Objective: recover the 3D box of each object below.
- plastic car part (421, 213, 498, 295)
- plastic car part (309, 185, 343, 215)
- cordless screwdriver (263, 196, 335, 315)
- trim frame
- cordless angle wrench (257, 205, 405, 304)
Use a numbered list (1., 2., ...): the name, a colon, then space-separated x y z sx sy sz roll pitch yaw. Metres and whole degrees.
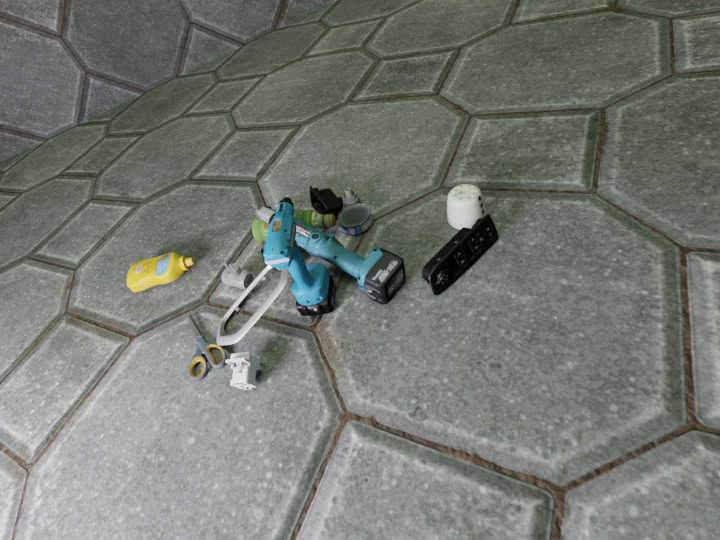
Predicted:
1. plastic car part: 0.198 -0.036 0.876 0.201 0.063 0.071 -45 38 -20
2. plastic car part: -0.086 -0.185 1.151 0.069 0.063 0.123 -22 45 -19
3. cordless screwdriver: -0.123 -0.023 0.877 0.076 0.236 0.164 -10 50 13
4. trim frame: -0.238 0.068 0.950 0.248 0.026 0.193 -52 29 -5
5. cordless angle wrench: -0.096 -0.063 0.982 0.446 0.071 0.097 28 63 32
